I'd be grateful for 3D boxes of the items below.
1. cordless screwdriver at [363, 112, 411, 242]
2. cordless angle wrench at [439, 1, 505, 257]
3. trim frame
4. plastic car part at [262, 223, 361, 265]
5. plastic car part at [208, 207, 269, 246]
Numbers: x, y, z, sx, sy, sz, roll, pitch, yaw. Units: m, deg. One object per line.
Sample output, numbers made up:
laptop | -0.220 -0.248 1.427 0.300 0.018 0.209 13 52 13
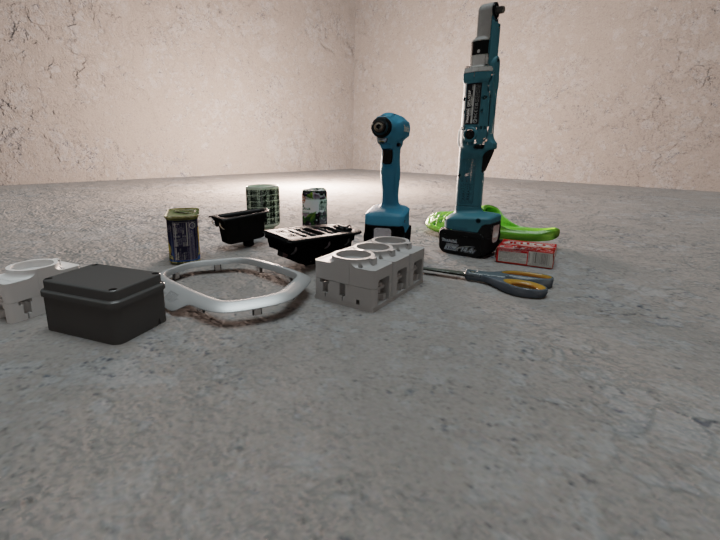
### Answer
cordless screwdriver | 0.046 -0.145 0.735 0.077 0.245 0.157 5 15 15
cordless angle wrench | 0.205 -0.237 0.745 0.103 0.417 0.071 12 17 38
trim frame | -0.181 0.017 0.576 0.262 0.027 0.177 15 22 41
plastic car part | -0.070 -0.046 0.717 0.070 0.066 0.195 12 20 36
plastic car part | -0.230 -0.082 0.833 0.112 0.070 0.070 -12 20 -37
